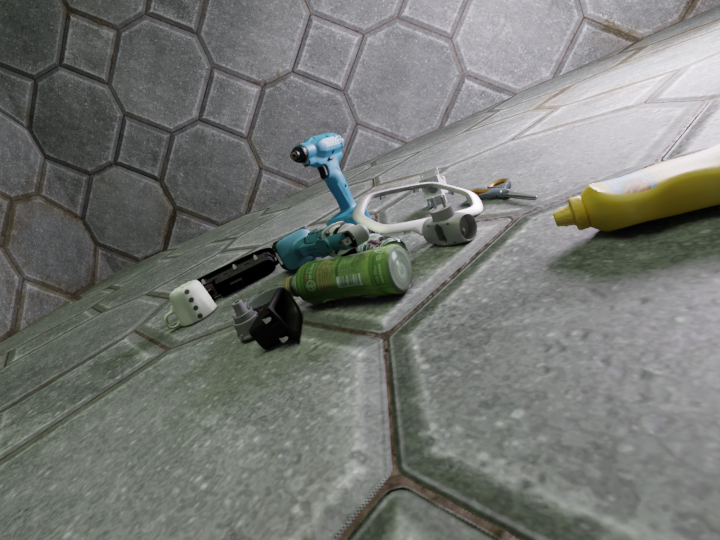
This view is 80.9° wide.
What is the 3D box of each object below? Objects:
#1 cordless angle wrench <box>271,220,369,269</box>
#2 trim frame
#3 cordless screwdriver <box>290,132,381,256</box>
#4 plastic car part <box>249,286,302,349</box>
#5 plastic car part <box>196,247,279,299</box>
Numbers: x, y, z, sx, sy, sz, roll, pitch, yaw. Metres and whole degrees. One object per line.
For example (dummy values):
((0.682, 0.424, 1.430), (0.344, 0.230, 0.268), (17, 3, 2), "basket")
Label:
((-0.077, -0.050, 0.784), (0.096, 0.073, 0.435), (-31, 11, -19), "cordless angle wrench")
((0.105, -0.119, 0.802), (0.244, 0.027, 0.193), (-13, 34, -12), "trim frame")
((-0.052, -0.149, 0.845), (0.077, 0.245, 0.156), (-16, 12, 33), "cordless screwdriver")
((-0.132, 0.077, 0.633), (0.071, 0.065, 0.118), (-38, 13, 5), "plastic car part")
((-0.285, 0.009, 1.011), (0.200, 0.064, 0.070), (-29, 26, -13), "plastic car part")
